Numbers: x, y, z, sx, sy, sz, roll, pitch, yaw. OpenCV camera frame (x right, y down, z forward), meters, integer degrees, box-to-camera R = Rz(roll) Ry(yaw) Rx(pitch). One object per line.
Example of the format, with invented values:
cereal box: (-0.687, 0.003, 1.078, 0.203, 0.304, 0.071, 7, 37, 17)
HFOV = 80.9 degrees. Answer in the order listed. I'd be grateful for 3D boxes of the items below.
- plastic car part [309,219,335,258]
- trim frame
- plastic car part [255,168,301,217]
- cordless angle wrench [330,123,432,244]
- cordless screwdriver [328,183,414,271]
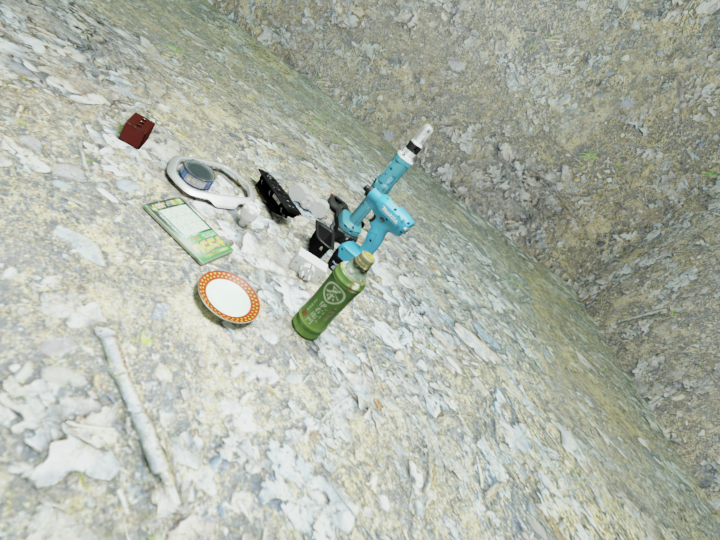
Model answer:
plastic car part: (-0.111, -0.072, 1.132, 0.064, 0.071, 0.120, 31, 27, -19)
trim frame: (-0.379, -0.227, 1.086, 0.236, 0.028, 0.193, 2, 44, -51)
plastic car part: (-0.241, -0.210, 1.191, 0.063, 0.067, 0.213, 9, 38, -47)
cordless angle wrench: (0.061, -0.245, 1.228, 0.072, 0.425, 0.101, 31, 28, -22)
cordless screwdriver: (0.007, -0.093, 1.113, 0.164, 0.250, 0.072, 48, 27, 14)
